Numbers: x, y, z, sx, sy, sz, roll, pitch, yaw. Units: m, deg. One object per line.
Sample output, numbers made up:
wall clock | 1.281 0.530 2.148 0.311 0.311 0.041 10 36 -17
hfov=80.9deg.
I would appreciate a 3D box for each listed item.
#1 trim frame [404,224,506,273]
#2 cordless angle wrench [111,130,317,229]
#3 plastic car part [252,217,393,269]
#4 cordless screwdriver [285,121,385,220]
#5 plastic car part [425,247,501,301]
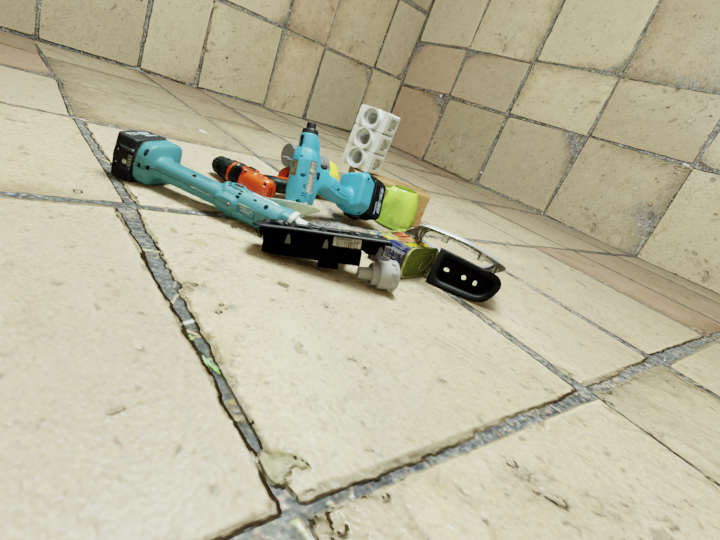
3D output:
trim frame | 0.171 -0.037 0.794 0.187 0.027 0.245 29 0 6
cordless angle wrench | -0.209 -0.117 0.701 0.430 0.074 0.097 25 21 8
plastic car part | -0.062 -0.040 0.630 0.200 0.066 0.068 12 17 -7
cordless screwdriver | -0.046 -0.192 0.872 0.078 0.159 0.236 10 0 40
plastic car part | 0.181 0.012 0.753 0.118 0.066 0.070 25 6 6
